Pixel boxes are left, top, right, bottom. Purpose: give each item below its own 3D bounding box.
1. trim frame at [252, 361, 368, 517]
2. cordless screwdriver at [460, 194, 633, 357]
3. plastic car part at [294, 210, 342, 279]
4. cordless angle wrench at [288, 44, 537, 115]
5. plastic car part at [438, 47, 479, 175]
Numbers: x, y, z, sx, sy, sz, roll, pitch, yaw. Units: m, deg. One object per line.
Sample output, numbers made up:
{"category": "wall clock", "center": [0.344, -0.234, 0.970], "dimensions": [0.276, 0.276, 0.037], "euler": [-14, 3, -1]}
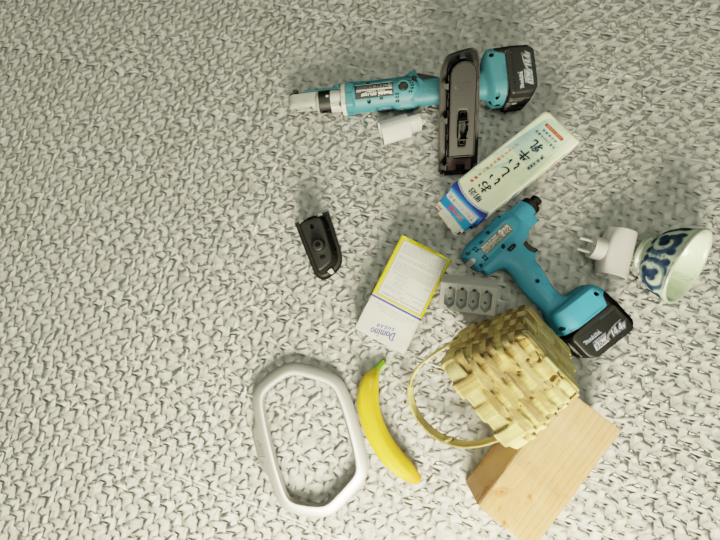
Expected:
{"category": "trim frame", "center": [-0.091, 0.278, 0.706], "dimensions": [0.185, 0.027, 0.252], "euler": [-18, 81, 3]}
{"category": "cordless screwdriver", "center": [0.306, 0.006, 0.674], "dimensions": [0.159, 0.072, 0.256], "euler": [-44, 75, -2]}
{"category": "plastic car part", "center": [-0.071, -0.047, 0.731], "dimensions": [0.066, 0.069, 0.119], "euler": [-20, 78, 3]}
{"category": "cordless angle wrench", "center": [0.077, -0.319, 0.756], "dimensions": [0.429, 0.072, 0.099], "euler": [-3, 83, 9]}
{"category": "plastic car part", "center": [0.162, -0.253, 0.692], "dimensions": [0.068, 0.067, 0.198], "euler": [2, 112, 13]}
